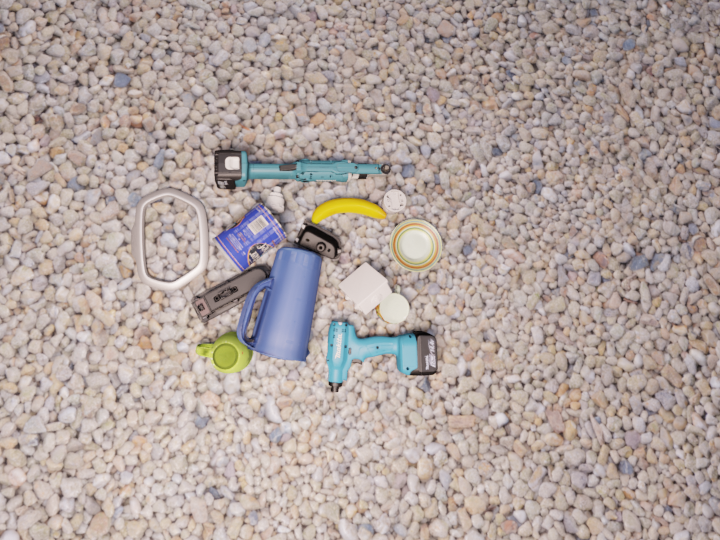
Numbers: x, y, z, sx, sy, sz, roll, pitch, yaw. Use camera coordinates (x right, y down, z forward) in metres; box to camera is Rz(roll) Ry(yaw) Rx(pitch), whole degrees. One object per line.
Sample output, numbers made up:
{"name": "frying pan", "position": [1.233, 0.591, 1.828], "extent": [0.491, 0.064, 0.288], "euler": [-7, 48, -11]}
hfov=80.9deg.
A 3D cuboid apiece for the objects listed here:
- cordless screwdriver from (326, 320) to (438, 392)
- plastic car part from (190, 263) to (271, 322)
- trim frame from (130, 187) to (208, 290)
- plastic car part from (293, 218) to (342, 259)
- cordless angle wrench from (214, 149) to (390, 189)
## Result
{"name": "cordless screwdriver", "position": [0.045, 0.206, 0.972], "extent": [0.249, 0.074, 0.160], "euler": [5, 82, 1]}
{"name": "plastic car part", "position": [-0.296, 0.045, 0.983], "extent": [0.201, 0.066, 0.068], "euler": [-28, 80, -10]}
{"name": "trim frame", "position": [-0.456, -0.076, 1.008], "extent": [0.182, 0.027, 0.250], "euler": [-6, 84, -5]}
{"name": "plastic car part", "position": [-0.097, -0.064, 0.997], "extent": [0.117, 0.071, 0.066], "euler": [27, 103, 1]}
{"name": "cordless angle wrench", "position": [-0.135, -0.243, 1.026], "extent": [0.417, 0.098, 0.075], "euler": [-1, 84, -8]}
